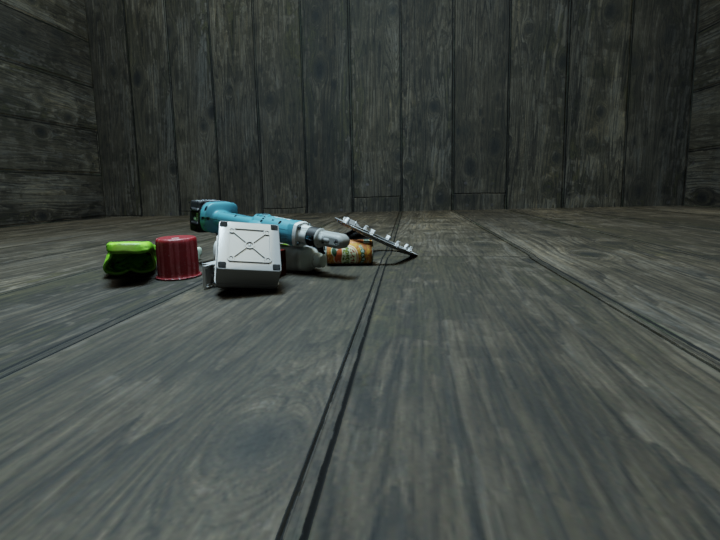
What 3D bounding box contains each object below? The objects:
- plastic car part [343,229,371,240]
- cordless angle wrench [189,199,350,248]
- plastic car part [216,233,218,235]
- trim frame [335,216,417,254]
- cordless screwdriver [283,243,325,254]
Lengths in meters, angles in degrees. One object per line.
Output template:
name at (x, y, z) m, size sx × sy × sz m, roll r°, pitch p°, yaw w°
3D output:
plastic car part at (-0.008, -0.063, 1.073) m, size 0.073 × 0.065 × 0.115 m, roll 16°, pitch 17°, yaw 13°
cordless angle wrench at (-0.207, -0.095, 0.911) m, size 0.445 × 0.073 × 0.094 m, roll 14°, pitch 15°, yaw 34°
plastic car part at (-0.342, -0.087, 1.200) m, size 0.214 × 0.066 × 0.063 m, roll 13°, pitch 10°, yaw 41°
trim frame at (0.040, -0.086, 1.023) m, size 0.194 × 0.027 × 0.236 m, roll 28°, pitch 9°, yaw 33°
cordless screwdriver at (-0.105, -0.068, 1.069) m, size 0.161 × 0.074 × 0.248 m, roll -1°, pitch 7°, yaw 4°
